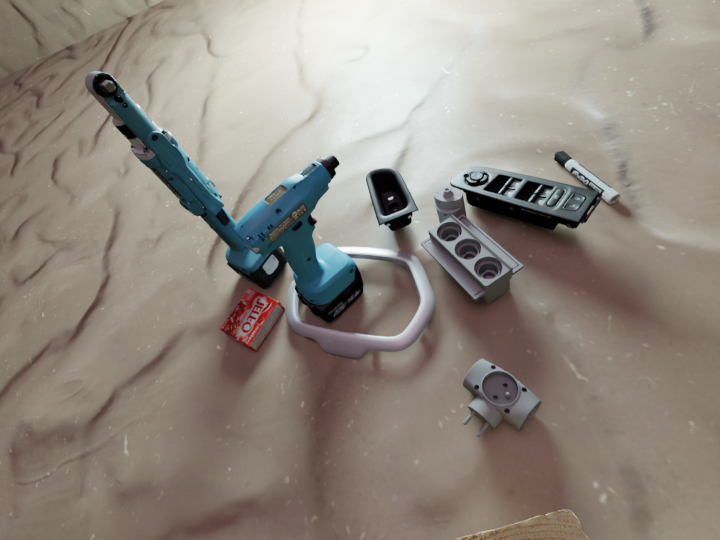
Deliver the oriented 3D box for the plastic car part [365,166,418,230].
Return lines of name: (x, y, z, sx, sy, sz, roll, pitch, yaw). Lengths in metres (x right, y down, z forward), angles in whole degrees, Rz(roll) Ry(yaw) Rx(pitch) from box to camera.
plastic car part: (0.054, -0.115, 0.717, 0.067, 0.067, 0.121, -21, 52, 8)

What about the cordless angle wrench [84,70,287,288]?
cordless angle wrench: (-0.241, -0.112, 0.630, 0.103, 0.401, 0.074, 24, 69, 32)

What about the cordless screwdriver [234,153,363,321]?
cordless screwdriver: (-0.059, -0.039, 0.607, 0.158, 0.236, 0.078, -44, 54, -11)

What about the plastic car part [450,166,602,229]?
plastic car part: (0.237, -0.109, 0.636, 0.214, 0.063, 0.066, 29, 72, 35)

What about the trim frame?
trim frame: (-0.008, 0.043, 0.664, 0.259, 0.026, 0.186, 5, 60, 26)
